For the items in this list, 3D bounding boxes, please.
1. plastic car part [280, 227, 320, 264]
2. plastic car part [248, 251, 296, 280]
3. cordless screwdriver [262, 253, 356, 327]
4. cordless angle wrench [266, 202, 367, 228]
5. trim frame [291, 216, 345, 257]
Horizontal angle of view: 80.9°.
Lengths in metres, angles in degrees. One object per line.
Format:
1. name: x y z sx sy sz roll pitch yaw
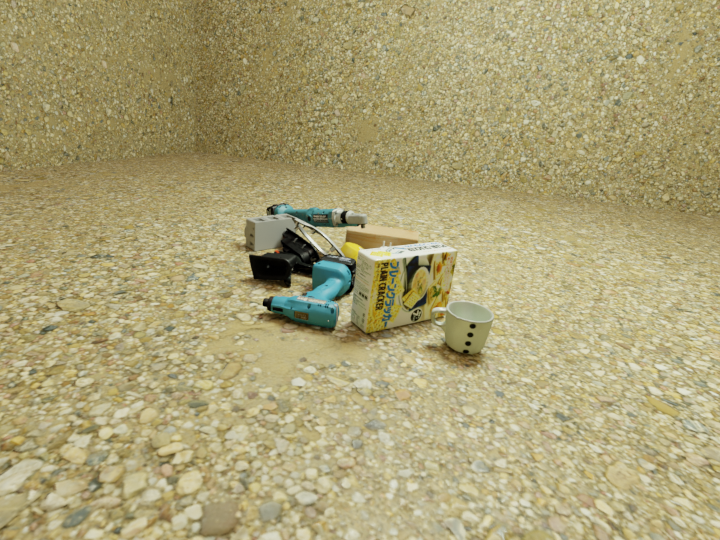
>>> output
1. plastic car part: -0.181 -0.063 1.214 0.065 0.064 0.215 -23 30 -28
2. plastic car part: -0.205 -0.017 1.037 0.121 0.064 0.070 2 25 24
3. cordless screwdriver: -0.102 0.040 0.946 0.163 0.073 0.248 7 24 12
4. cordless angle wrench: -0.140 -0.163 1.309 0.071 0.096 0.445 -17 17 -42
5. trim frame: -0.112 -0.073 1.141 0.027 0.175 0.262 -42 35 -10
